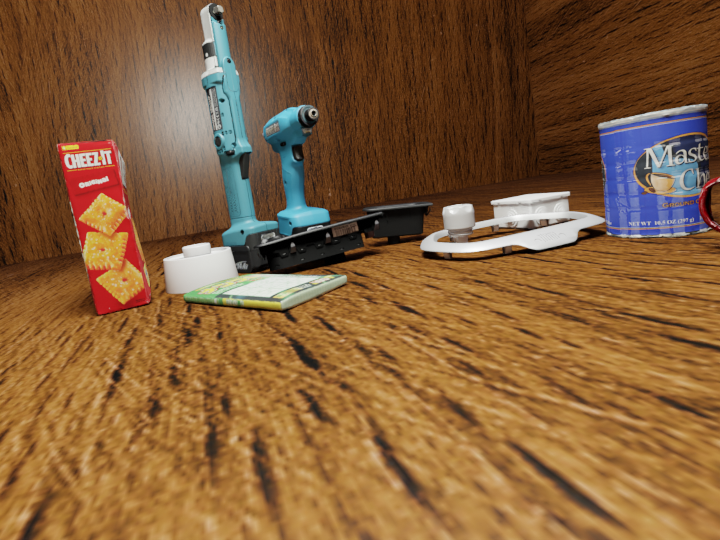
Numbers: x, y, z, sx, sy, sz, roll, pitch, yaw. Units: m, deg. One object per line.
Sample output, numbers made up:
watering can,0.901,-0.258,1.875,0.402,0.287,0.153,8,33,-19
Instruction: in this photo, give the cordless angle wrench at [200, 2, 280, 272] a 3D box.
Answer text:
cordless angle wrench,-0.210,-0.209,0.690,0.102,0.419,0.071,-3,9,39

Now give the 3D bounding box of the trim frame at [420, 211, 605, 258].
trim frame,0.202,-0.051,0.588,0.244,0.027,0.190,-12,11,-14

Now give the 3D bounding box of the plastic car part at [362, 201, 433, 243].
plastic car part,0.064,-0.083,0.745,0.116,0.070,0.067,-9,9,-2

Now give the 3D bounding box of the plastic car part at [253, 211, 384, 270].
plastic car part,-0.063,-0.041,0.642,0.198,0.066,0.068,-12,10,-17

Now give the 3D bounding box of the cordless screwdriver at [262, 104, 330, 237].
cordless screwdriver,-0.096,-0.138,0.693,0.072,0.246,0.166,-12,9,-29
